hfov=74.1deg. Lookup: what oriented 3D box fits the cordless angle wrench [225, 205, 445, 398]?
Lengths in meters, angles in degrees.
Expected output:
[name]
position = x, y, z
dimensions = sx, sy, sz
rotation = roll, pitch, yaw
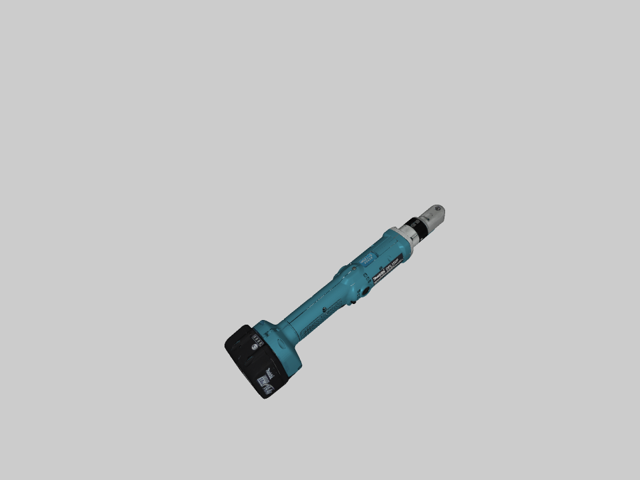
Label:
[cordless angle wrench]
position = 0.051, 0.066, 0.661
dimensions = 0.422, 0.098, 0.074
rotation = -37, 54, -20
